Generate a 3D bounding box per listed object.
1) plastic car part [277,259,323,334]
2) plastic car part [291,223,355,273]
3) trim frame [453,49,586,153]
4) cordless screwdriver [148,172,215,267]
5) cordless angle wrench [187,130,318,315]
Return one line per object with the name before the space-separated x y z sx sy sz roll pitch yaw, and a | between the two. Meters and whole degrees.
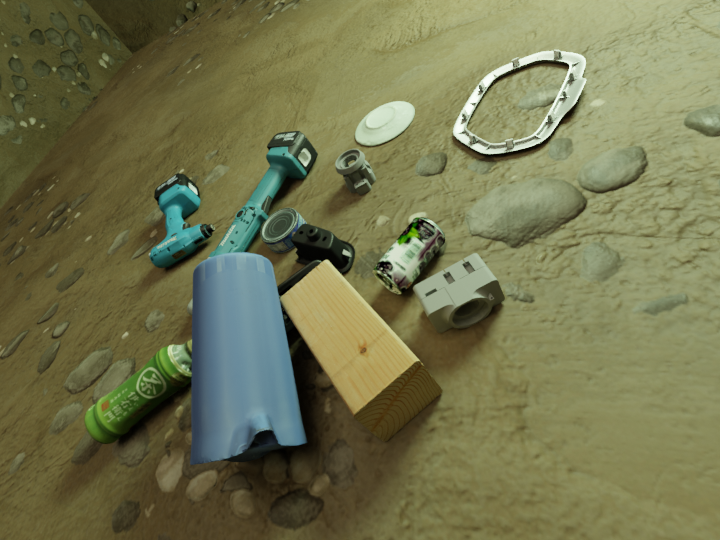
plastic car part | -0.123 0.065 0.648 0.203 0.066 0.067 -39 83 3
plastic car part | -0.068 -0.044 0.692 0.123 0.067 0.066 16 66 44
trim frame | 0.261 -0.283 0.696 0.194 0.026 0.248 17 65 40
cordless screwdriver | -0.414 -0.132 0.995 0.161 0.070 0.260 -29 48 11
cordless angle wrench | -0.221 -0.098 0.842 0.103 0.070 0.424 8 63 38
